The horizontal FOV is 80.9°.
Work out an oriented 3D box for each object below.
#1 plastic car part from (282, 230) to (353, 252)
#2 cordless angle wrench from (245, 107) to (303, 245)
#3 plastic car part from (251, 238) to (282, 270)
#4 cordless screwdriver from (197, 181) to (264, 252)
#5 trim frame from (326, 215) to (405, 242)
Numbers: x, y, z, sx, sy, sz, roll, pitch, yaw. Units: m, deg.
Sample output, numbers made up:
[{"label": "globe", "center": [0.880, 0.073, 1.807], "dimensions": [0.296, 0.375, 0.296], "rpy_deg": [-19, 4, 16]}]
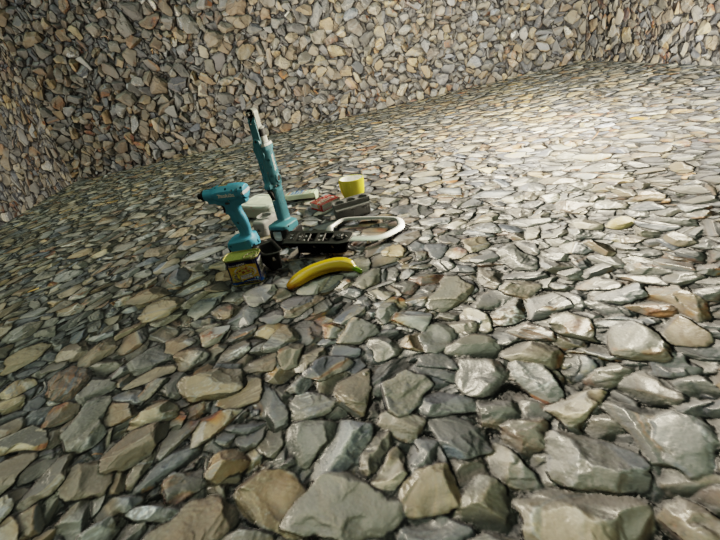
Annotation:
[{"label": "plastic car part", "center": [-0.119, -0.078, 1.214], "dimensions": [0.209, 0.065, 0.066], "rpy_deg": [-2, 29, 20]}, {"label": "cordless angle wrench", "center": [-0.268, -0.275, 1.274], "dimensions": [0.077, 0.409, 0.097], "rpy_deg": [2, 29, 26]}, {"label": "plastic car part", "center": [-0.254, -0.036, 1.197], "dimensions": [0.065, 0.068, 0.123], "rpy_deg": [-23, 29, -20]}, {"label": "cordless screwdriver", "center": [-0.378, -0.136, 1.249], "dimensions": [0.164, 0.241, 0.075], "rpy_deg": [-3, 27, 18]}, {"label": "trim frame", "center": [0.012, -0.129, 1.288], "dimensions": [0.258, 0.026, 0.184], "rpy_deg": [-1, 31, 23]}]
